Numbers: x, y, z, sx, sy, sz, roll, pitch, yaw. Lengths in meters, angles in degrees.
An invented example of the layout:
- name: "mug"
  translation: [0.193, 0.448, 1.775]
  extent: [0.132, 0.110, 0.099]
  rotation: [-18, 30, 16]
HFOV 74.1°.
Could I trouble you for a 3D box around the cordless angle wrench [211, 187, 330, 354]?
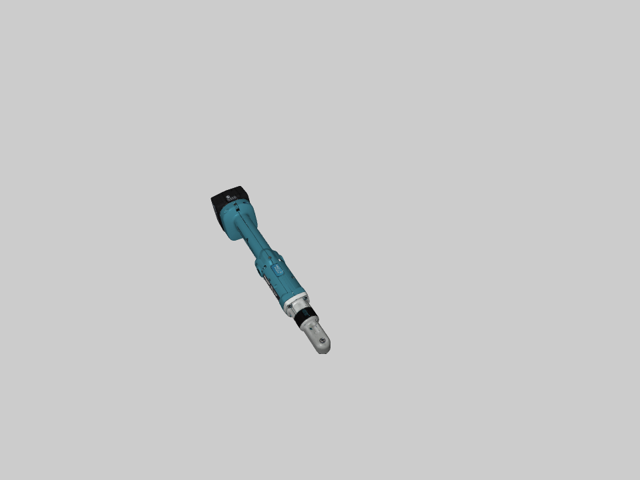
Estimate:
- name: "cordless angle wrench"
  translation: [-0.099, 0.052, 0.845]
  extent: [0.074, 0.422, 0.098]
  rotation: [-26, -36, -18]
